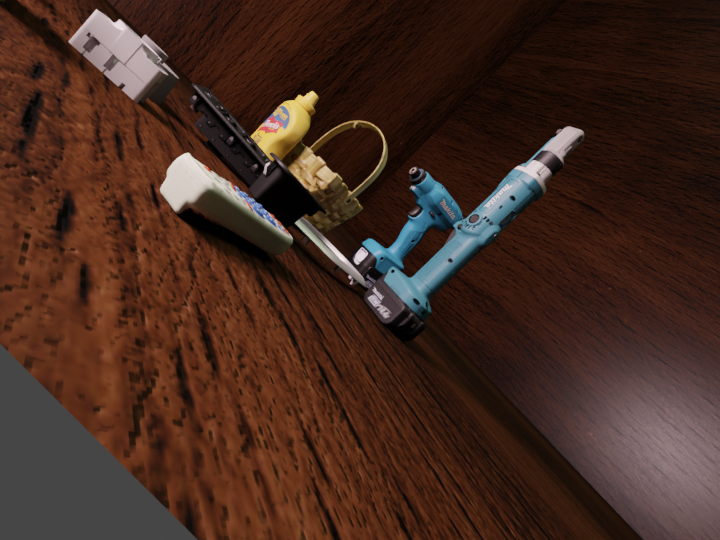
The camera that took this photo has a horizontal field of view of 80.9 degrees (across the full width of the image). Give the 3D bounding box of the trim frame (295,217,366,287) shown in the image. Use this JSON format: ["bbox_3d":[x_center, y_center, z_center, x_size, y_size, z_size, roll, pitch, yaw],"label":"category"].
[{"bbox_3d":[-0.069,-0.045,0.704,0.193,0.027,0.236,47,5,27],"label":"trim frame"}]

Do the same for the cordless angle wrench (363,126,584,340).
[{"bbox_3d":[0.188,-0.067,0.671,0.070,0.424,0.103,41,7,-40],"label":"cordless angle wrench"}]

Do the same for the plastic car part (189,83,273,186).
[{"bbox_3d":[-0.199,-0.198,0.669,0.199,0.067,0.067,44,5,-9],"label":"plastic car part"}]

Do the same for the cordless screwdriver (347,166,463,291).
[{"bbox_3d":[0.073,-0.073,0.828,0.151,0.249,0.078,42,6,-34],"label":"cordless screwdriver"}]

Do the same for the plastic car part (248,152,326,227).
[{"bbox_3d":[-0.104,-0.094,0.537,0.069,0.071,0.111,47,5,24],"label":"plastic car part"}]
